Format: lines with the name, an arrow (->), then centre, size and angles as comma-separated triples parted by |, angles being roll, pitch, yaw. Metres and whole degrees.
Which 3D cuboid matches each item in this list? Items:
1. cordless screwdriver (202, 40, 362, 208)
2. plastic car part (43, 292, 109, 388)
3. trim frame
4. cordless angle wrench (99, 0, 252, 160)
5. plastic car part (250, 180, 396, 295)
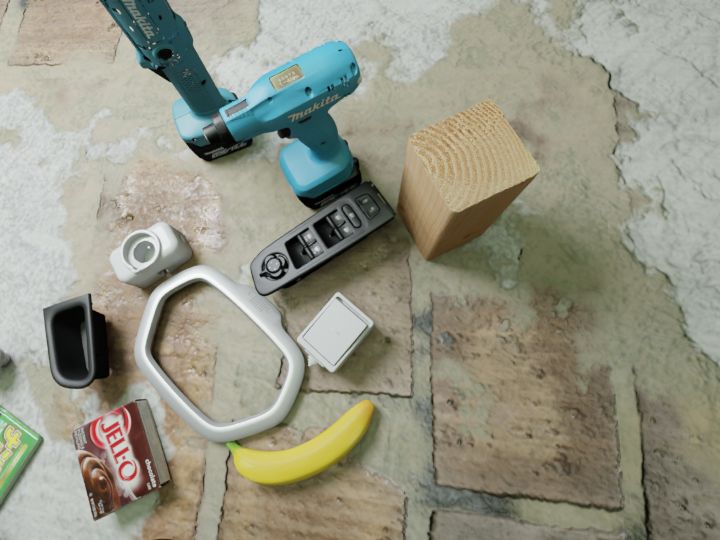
cordless screwdriver -> -0.076, -0.146, 0.503 | 0.159, 0.243, 0.076 | -28, 79, -3
plastic car part -> -0.365, 0.099, 0.563 | 0.066, 0.069, 0.119 | -19, 75, -1
trim frame -> -0.189, 0.105, 0.562 | 0.255, 0.027, 0.184 | 39, 83, 14
cordless angle wrench -> -0.219, -0.253, 0.459 | 0.098, 0.414, 0.076 | -20, 79, -3
plastic car part -> -0.055, -0.036, 0.564 | 0.202, 0.065, 0.068 | -32, 77, -2
